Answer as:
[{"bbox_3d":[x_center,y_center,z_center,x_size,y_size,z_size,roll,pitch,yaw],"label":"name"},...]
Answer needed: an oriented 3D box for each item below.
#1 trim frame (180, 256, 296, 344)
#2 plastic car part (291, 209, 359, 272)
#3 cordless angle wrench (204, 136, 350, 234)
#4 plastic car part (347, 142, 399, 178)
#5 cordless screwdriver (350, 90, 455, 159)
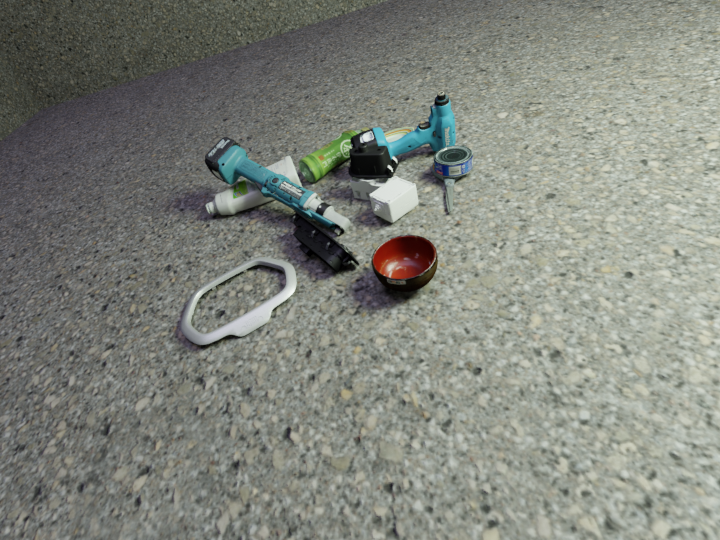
[{"bbox_3d":[-0.240,0.055,0.835,0.245,0.026,0.195,-30,41,-14],"label":"trim frame"},{"bbox_3d":[-0.085,-0.055,0.866,0.067,0.063,0.215,-45,46,-14],"label":"plastic car part"},{"bbox_3d":[-0.197,-0.197,1.003,0.443,0.071,0.098,31,73,26],"label":"cordless angle wrench"},{"bbox_3d":[0.019,-0.250,0.944,0.121,0.068,0.066,8,46,24],"label":"plastic car part"},{"bbox_3d":[0.100,-0.325,1.012,0.252,0.151,0.077,-15,52,8],"label":"cordless screwdriver"}]
